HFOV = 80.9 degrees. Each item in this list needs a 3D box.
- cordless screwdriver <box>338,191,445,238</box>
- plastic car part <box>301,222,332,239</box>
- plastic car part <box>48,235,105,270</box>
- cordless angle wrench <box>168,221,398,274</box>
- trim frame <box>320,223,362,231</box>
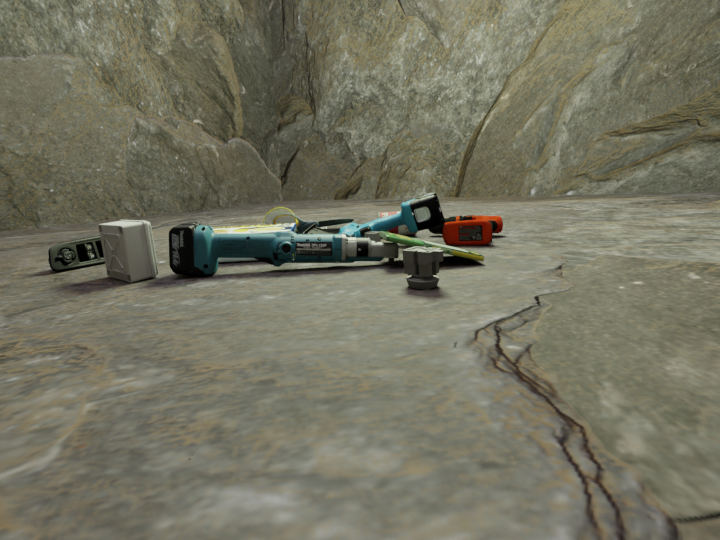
[{"bbox_3d":[0.063,-0.107,0.981,0.254,0.073,0.157,-16,9,16],"label":"cordless screwdriver"},{"bbox_3d":[-0.093,-0.061,0.953,0.072,0.065,0.117,12,16,3],"label":"plastic car part"},{"bbox_3d":[-0.633,-0.043,0.989,0.069,0.066,0.197,-9,9,26],"label":"plastic car part"},{"bbox_3d":[-0.140,-0.042,0.799,0.423,0.097,0.075,0,7,1],"label":"cordless angle wrench"},{"bbox_3d":[-0.060,-0.118,1.194,0.193,0.027,0.237,3,4,36],"label":"trim frame"}]
